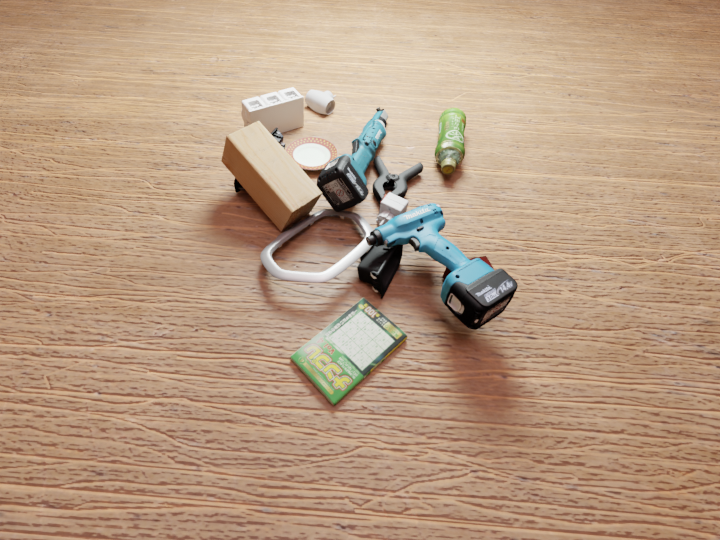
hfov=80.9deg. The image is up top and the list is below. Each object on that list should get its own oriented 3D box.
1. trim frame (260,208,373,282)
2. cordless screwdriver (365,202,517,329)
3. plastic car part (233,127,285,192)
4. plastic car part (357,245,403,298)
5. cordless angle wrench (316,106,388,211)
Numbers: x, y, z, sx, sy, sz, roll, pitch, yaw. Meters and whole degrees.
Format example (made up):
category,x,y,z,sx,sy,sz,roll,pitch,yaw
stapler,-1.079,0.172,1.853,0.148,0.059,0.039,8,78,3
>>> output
category,x,y,z,sx,sy,sz,roll,pitch,yaw
trim frame,-0.082,-0.054,0.840,0.194,0.026,0.245,26,51,29
cordless screwdriver,0.132,-0.012,0.741,0.156,0.072,0.262,-23,54,-19
plastic car part,-0.227,-0.246,0.990,0.067,0.066,0.203,31,55,0
plastic car part,0.032,-0.015,0.818,0.074,0.063,0.117,10,46,22
cordless angle wrench,0.010,-0.293,1.012,0.077,0.094,0.426,-21,30,33
